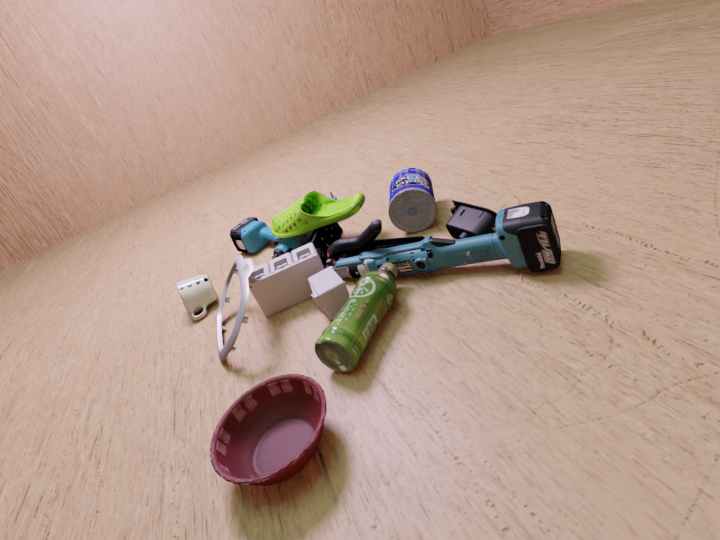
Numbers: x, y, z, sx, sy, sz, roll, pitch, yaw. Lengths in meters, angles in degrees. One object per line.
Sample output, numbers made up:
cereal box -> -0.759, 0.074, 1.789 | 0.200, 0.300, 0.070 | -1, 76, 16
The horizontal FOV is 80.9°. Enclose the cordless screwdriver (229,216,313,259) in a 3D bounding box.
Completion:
cordless screwdriver -> -0.256, -0.081, 1.147 | 0.261, 0.071, 0.158 | 4, 39, 36

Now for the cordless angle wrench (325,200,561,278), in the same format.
cordless angle wrench -> 0.116, -0.026, 0.762 | 0.440, 0.094, 0.074 | -10, 29, 33

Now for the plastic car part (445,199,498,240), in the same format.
plastic car part -> 0.211, -0.082, 0.809 | 0.071, 0.063, 0.123 | -45, 35, -9

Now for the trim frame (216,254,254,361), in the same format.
trim frame -> -0.248, 0.066, 0.829 | 0.183, 0.026, 0.259 | -68, 24, 13

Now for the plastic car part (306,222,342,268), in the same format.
plastic car part -> -0.098, -0.064, 1.006 | 0.068, 0.064, 0.206 | -25, 26, 21
